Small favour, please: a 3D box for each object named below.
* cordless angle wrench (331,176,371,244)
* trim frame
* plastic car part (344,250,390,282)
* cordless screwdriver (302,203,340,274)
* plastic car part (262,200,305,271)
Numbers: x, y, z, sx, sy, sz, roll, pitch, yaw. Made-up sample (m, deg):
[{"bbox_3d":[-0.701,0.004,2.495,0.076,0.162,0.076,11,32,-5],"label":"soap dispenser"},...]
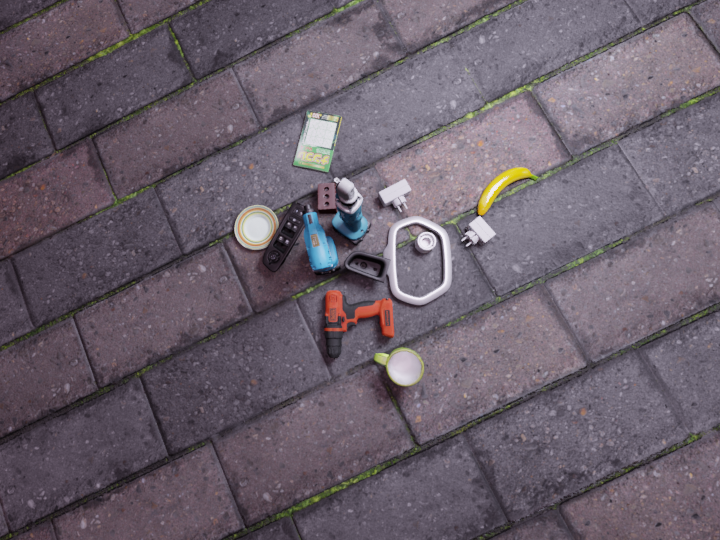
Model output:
[{"bbox_3d":[-0.026,-0.141,1.007,0.099,0.417,0.074,36,86,4],"label":"cordless angle wrench"},{"bbox_3d":[0.156,-0.030,1.169,0.186,0.027,0.251,-2,81,5],"label":"trim frame"},{"bbox_3d":[0.016,-0.013,1.159,0.118,0.070,0.066,18,84,7],"label":"plastic car part"},{"bbox_3d":[-0.107,-0.070,1.091,0.074,0.245,0.161,-14,83,-1],"label":"cordless screwdriver"},{"bbox_3d":[-0.209,-0.091,1.195,0.067,0.066,0.203,30,85,6],"label":"plastic car part"}]
